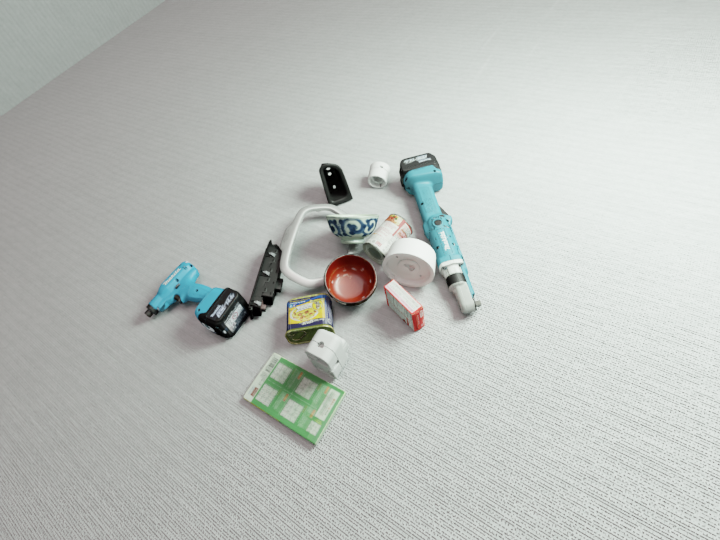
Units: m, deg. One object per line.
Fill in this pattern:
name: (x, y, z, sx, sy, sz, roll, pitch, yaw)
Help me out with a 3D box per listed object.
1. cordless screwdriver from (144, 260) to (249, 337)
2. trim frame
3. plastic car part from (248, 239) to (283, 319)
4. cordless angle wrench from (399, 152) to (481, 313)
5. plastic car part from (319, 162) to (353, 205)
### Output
cordless screwdriver: (-0.385, 0.081, 0.981, 0.262, 0.071, 0.159, 21, 63, 32)
trim frame: (-0.099, -0.064, 1.008, 0.186, 0.027, 0.253, 9, 58, 5)
plastic car part: (-0.212, 0.014, 0.985, 0.068, 0.064, 0.208, 1, 54, 3)
cordless angle wrench: (0.176, -0.093, 0.948, 0.099, 0.071, 0.439, -14, 54, 5)
plastic car part: (-0.073, -0.236, 1.108, 0.066, 0.112, 0.074, -20, 27, -2)
